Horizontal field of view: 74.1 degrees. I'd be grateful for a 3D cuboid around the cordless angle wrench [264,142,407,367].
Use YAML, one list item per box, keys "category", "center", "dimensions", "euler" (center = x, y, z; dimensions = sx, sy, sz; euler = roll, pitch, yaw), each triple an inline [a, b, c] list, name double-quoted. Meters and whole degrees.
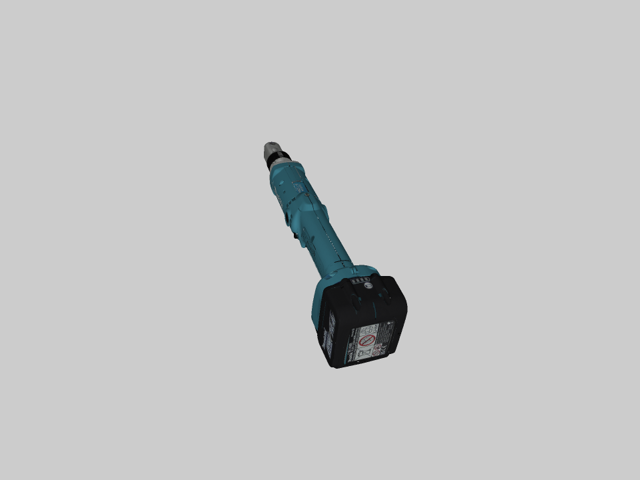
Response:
- category: "cordless angle wrench"
  center: [-0.019, -0.030, 0.566]
  dimensions: [0.074, 0.098, 0.422]
  euler: [-8, 40, -17]
